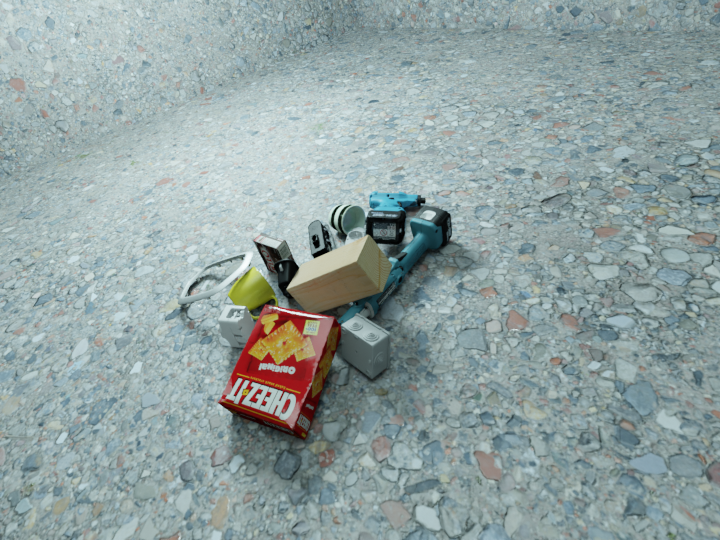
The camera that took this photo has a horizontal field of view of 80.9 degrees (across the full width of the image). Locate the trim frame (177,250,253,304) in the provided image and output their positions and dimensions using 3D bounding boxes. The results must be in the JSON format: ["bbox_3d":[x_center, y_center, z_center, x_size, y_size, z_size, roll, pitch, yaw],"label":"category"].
[{"bbox_3d":[-0.367,0.017,1.069,0.257,0.026,0.185,-16,33,35],"label":"trim frame"}]

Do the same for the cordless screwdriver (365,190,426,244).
[{"bbox_3d":[0.095,-0.153,1.124,0.162,0.072,0.252,1,29,8],"label":"cordless screwdriver"}]

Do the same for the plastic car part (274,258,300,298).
[{"bbox_3d":[-0.168,0.029,0.997,0.067,0.111,0.073,-7,63,10],"label":"plastic car part"}]

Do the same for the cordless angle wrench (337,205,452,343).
[{"bbox_3d":[0.069,0.010,0.961,0.078,0.093,0.419,22,56,35],"label":"cordless angle wrench"}]

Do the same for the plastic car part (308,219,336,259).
[{"bbox_3d":[-0.110,-0.072,1.123,0.067,0.064,0.210,-34,32,14],"label":"plastic car part"}]
